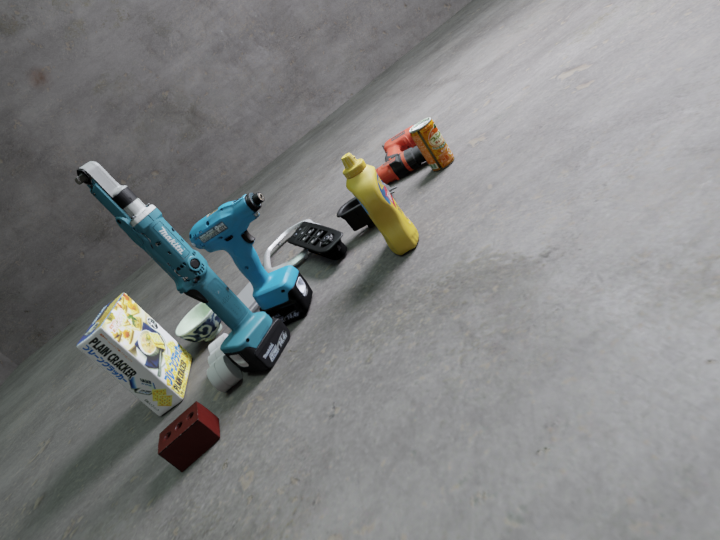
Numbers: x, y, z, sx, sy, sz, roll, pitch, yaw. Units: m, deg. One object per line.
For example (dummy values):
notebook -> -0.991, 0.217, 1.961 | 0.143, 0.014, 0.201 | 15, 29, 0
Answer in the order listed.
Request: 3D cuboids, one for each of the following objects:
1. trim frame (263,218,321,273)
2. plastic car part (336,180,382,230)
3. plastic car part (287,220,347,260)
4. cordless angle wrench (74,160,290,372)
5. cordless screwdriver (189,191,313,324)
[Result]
trim frame -> -0.179, -0.064, 1.104 | 0.184, 0.026, 0.257 | -37, 25, 3
plastic car part -> 0.015, -0.126, 0.895 | 0.118, 0.068, 0.068 | -32, 23, 14
plastic car part -> -0.091, -0.059, 0.930 | 0.066, 0.064, 0.212 | -45, 25, -15
cordless angle wrench -> -0.279, -0.003, 0.680 | 0.077, 0.408, 0.098 | -19, 27, 41
cordless screwdriver -> -0.175, -0.019, 0.767 | 0.162, 0.240, 0.075 | -28, 23, 24
